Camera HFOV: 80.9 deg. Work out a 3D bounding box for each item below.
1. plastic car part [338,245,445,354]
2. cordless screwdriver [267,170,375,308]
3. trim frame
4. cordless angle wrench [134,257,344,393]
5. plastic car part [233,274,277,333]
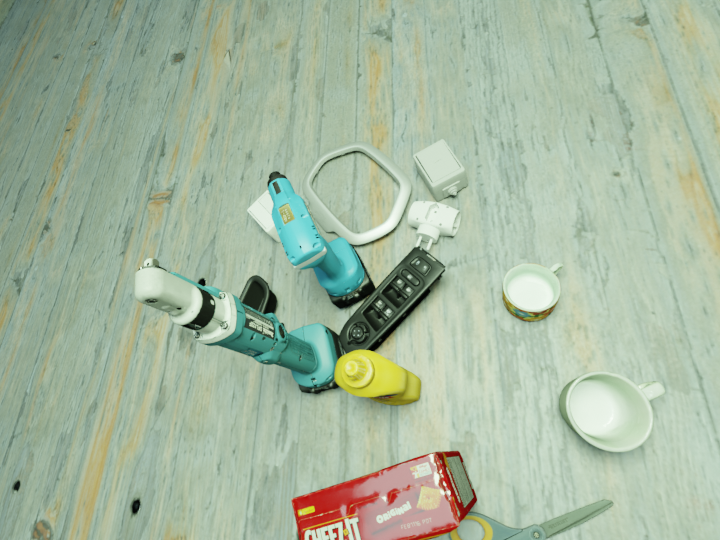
[{"bbox_3d":[0.047,0.058,0.671,0.203,0.064,0.070,-45,60,-1],"label":"plastic car part"},{"bbox_3d":[-0.065,-0.042,0.662,0.075,0.236,0.166,-30,61,7],"label":"cordless screwdriver"},{"bbox_3d":[-0.014,-0.154,0.813,0.184,0.026,0.261,-42,58,2],"label":"trim frame"},{"bbox_3d":[-0.122,0.084,0.534,0.075,0.402,0.101,-20,63,12],"label":"cordless angle wrench"},{"bbox_3d":[-0.183,0.075,0.760,0.069,0.067,0.117,14,74,26],"label":"plastic car part"}]
